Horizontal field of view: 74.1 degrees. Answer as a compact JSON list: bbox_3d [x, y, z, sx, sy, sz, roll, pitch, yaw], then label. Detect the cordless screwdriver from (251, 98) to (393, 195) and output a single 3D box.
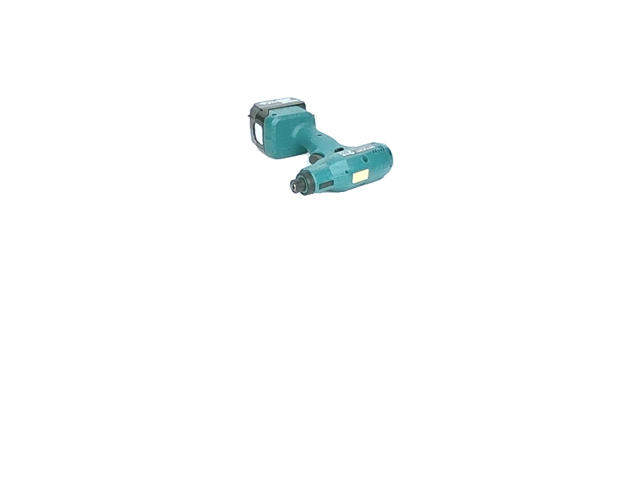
[{"bbox_3d":[-0.030,-0.140,0.642,0.158,0.074,0.249,-22,42,-30],"label":"cordless screwdriver"}]
